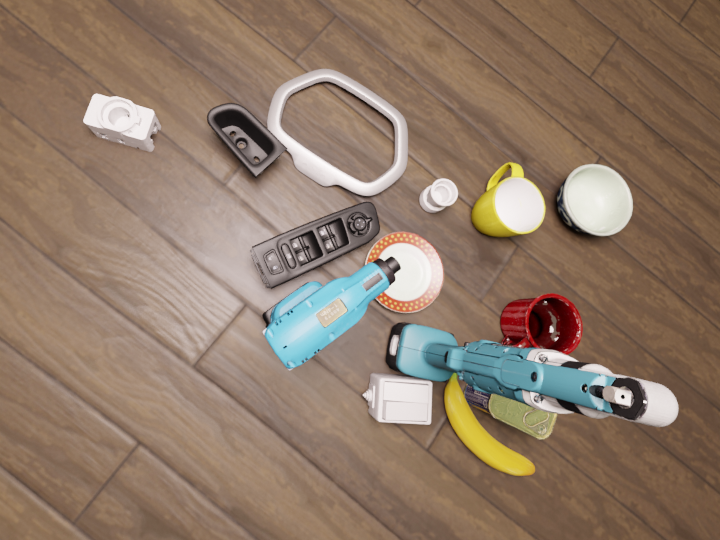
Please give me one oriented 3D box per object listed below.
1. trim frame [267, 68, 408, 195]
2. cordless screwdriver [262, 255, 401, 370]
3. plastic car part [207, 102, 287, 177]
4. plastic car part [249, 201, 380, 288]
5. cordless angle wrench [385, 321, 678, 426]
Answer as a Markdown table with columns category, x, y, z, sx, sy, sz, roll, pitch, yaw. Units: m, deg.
| category | x | y | z | sx | sy | sz | roll | pitch | yaw |
| --- | --- | --- | --- | --- | --- | --- | --- | --- | --- |
| trim frame | -0.034 | -0.228 | 0.697 | 0.247 | 0.027 | 0.184 | 32 | 78 | -2 |
| cordless screwdriver | -0.047 | 0.046 | 0.535 | 0.158 | 0.251 | 0.074 | -36 | 93 | -14 |
| plastic car part | -0.178 | -0.197 | 0.648 | 0.116 | 0.071 | 0.065 | 46 | 77 | -1 |
| plastic car part | -0.063 | -0.041 | 0.641 | 0.200 | 0.067 | 0.067 | -25 | 88 | -12 |
| cordless angle wrench | 0.136 | 0.104 | 0.463 | 0.096 | 0.427 | 0.075 | 15 | 81 | -12 |
